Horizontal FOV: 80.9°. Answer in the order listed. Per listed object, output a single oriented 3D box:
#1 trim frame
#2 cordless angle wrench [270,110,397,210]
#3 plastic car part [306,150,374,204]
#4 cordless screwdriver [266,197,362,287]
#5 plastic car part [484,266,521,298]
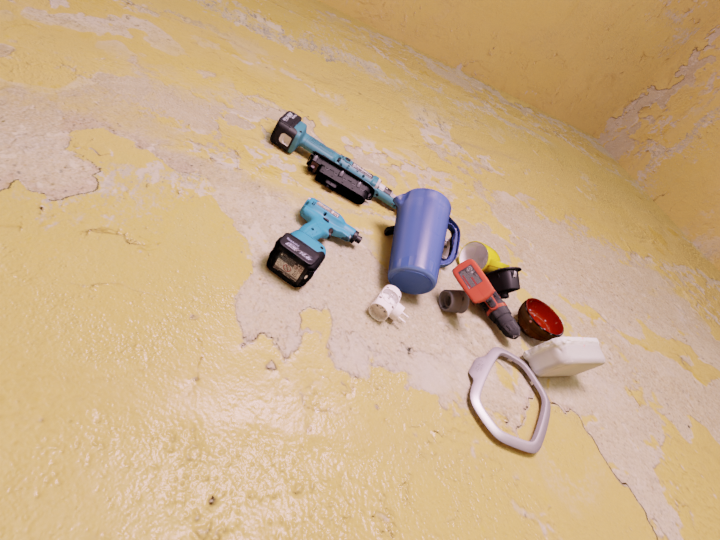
[{"bbox_3d":[0.310,0.260,0.879,0.188,0.027,0.243,41,42,10],"label":"trim frame"},{"bbox_3d":[-0.050,-0.289,1.179,0.420,0.074,0.098,33,39,-3],"label":"cordless angle wrench"},{"bbox_3d":[-0.055,-0.238,1.126,0.200,0.066,0.068,27,50,-7],"label":"plastic car part"},{"bbox_3d":[-0.089,-0.058,0.913,0.159,0.074,0.250,31,36,-3],"label":"cordless screwdriver"},{"bbox_3d":[0.356,0.038,1.080,0.063,0.119,0.072,9,71,-30],"label":"plastic car part"}]
